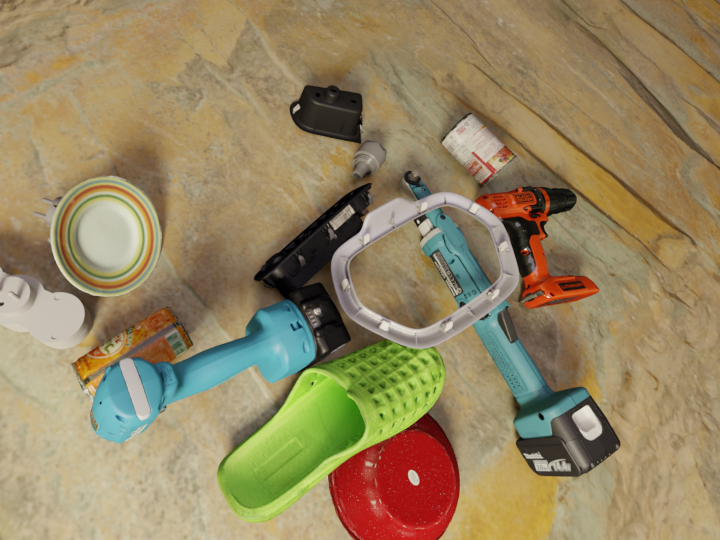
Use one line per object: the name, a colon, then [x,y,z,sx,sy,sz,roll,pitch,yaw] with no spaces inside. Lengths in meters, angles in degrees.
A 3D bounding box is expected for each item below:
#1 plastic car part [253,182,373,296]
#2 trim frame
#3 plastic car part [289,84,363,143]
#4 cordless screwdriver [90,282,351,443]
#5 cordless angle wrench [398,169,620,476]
plastic car part: [-0.054,-0.035,0.552,0.200,0.069,0.065,-41,111,-28]
trim frame: [0.082,-0.013,0.526,0.245,0.027,0.192,-30,65,-16]
plastic car part: [-0.043,-0.246,0.638,0.113,0.071,0.067,7,65,-18]
cordless screwdriver: [-0.141,0.100,0.435,0.240,0.161,0.076,-18,73,-40]
cordless angle wrench: [0.160,0.042,0.565,0.072,0.097,0.436,-18,69,-25]
